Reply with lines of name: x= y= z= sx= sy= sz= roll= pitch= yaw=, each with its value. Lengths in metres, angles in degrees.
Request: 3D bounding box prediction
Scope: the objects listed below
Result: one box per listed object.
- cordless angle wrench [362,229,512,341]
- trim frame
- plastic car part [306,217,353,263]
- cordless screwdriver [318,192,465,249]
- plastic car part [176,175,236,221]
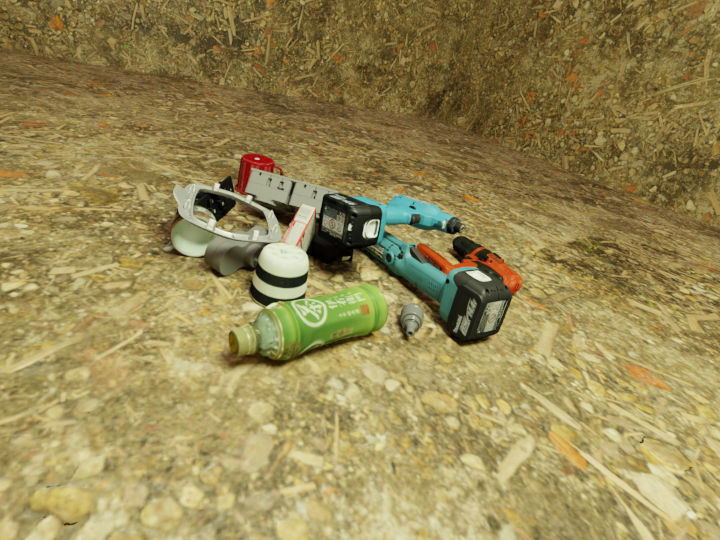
cordless angle wrench: x=0.074 y=-0.025 z=0.786 sx=0.071 sy=0.096 sz=0.448 roll=-4 pitch=28 yaw=-34
trim frame: x=-0.222 y=-0.103 z=0.712 sx=0.178 sy=0.027 sz=0.259 roll=15 pitch=21 yaw=-20
plastic car part: x=-0.078 y=-0.051 z=0.794 sx=0.122 sy=0.064 sz=0.070 roll=24 pitch=42 yaw=26
cordless screwdriver: x=0.057 y=-0.088 z=0.742 sx=0.238 sy=0.073 sz=0.168 roll=-12 pitch=29 yaw=-42
plastic car part: x=-0.305 y=-0.130 z=0.832 sx=0.067 sy=0.065 sz=0.207 roll=3 pitch=27 yaw=-1
